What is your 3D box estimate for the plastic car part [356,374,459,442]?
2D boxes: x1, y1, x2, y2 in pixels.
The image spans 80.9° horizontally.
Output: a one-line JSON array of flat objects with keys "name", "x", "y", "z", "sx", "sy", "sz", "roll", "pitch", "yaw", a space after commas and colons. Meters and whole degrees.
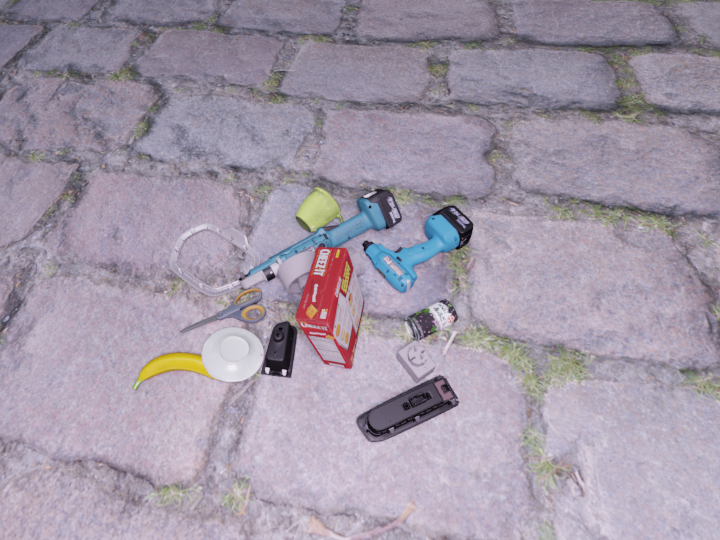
[{"name": "plastic car part", "x": 0.092, "y": 0.264, "z": 0.808, "sx": 0.201, "sy": 0.065, "sz": 0.069, "roll": -23, "pitch": 66, "yaw": -9}]

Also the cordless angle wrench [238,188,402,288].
[{"name": "cordless angle wrench", "x": -0.101, "y": -0.066, "z": 1.031, "sx": 0.419, "sy": 0.095, "sz": 0.077, "roll": -30, "pitch": 19, "yaw": -10}]

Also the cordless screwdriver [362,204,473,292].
[{"name": "cordless screwdriver", "x": 0.138, "y": -0.070, "z": 1.026, "sx": 0.246, "sy": 0.071, "sz": 0.167, "roll": -35, "pitch": 61, "yaw": -14}]

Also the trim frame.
[{"name": "trim frame", "x": -0.369, "y": -0.036, "z": 1.064, "sx": 0.259, "sy": 0.026, "sz": 0.183, "roll": 29, "pitch": 61, "yaw": 23}]

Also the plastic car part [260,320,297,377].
[{"name": "plastic car part", "x": -0.171, "y": 0.157, "z": 0.892, "sx": 0.067, "sy": 0.069, "sz": 0.119, "roll": 5, "pitch": 59, "yaw": 3}]
